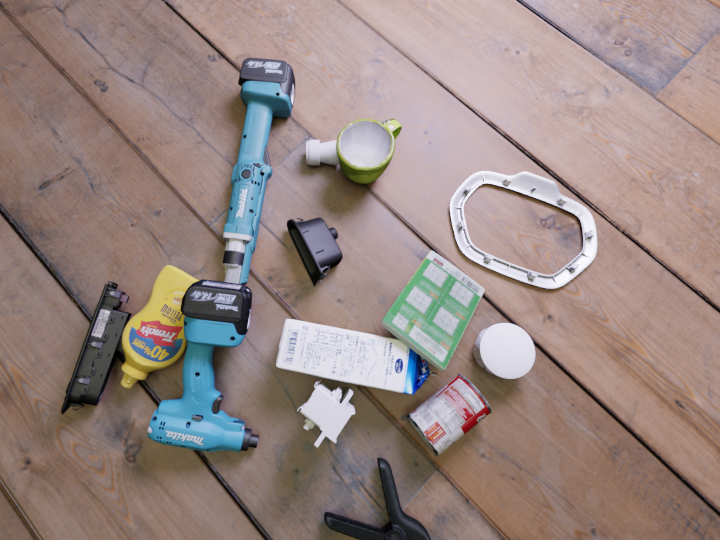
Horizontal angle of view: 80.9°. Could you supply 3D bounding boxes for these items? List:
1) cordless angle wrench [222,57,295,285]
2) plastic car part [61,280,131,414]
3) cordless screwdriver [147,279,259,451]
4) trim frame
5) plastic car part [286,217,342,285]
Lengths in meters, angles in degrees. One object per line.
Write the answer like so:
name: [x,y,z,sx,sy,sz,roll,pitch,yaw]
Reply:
cordless angle wrench: [-0.188,-0.157,0.726,0.098,0.073,0.427,6,78,2]
plastic car part: [-0.407,0.123,0.667,0.064,0.068,0.204,23,74,-22]
cordless screwdriver: [-0.207,0.144,0.625,0.157,0.075,0.248,13,92,-7]
trim frame: [0.273,-0.076,0.711,0.253,0.027,0.185,22,76,9]
plastic car part: [-0.069,-0.045,0.701,0.069,0.066,0.120,-19,73,-20]
